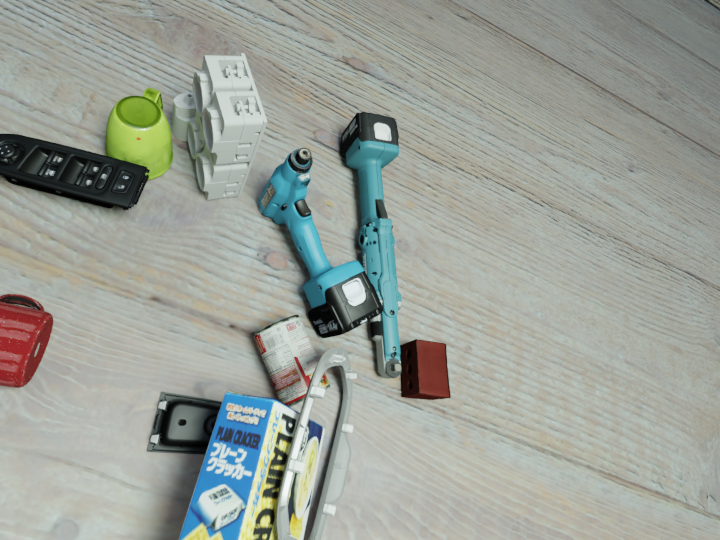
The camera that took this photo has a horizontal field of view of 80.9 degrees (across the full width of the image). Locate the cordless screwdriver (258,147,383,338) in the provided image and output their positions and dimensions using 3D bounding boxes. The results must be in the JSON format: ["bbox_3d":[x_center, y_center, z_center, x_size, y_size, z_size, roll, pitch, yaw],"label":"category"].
[{"bbox_3d":[-0.057,-0.038,0.586,0.072,0.161,0.253,-23,80,-31],"label":"cordless screwdriver"}]

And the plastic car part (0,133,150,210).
[{"bbox_3d":[-0.383,-0.125,0.549,0.199,0.067,0.067,16,70,-10],"label":"plastic car part"}]

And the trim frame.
[{"bbox_3d":[-0.041,0.207,0.488,0.028,0.176,0.253,2,51,14],"label":"trim frame"}]

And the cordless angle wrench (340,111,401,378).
[{"bbox_3d":[0.027,-0.049,0.673,0.072,0.099,0.432,4,70,-23],"label":"cordless angle wrench"}]

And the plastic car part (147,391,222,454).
[{"bbox_3d":[-0.180,0.180,0.490,0.114,0.071,0.067,11,65,-15],"label":"plastic car part"}]
